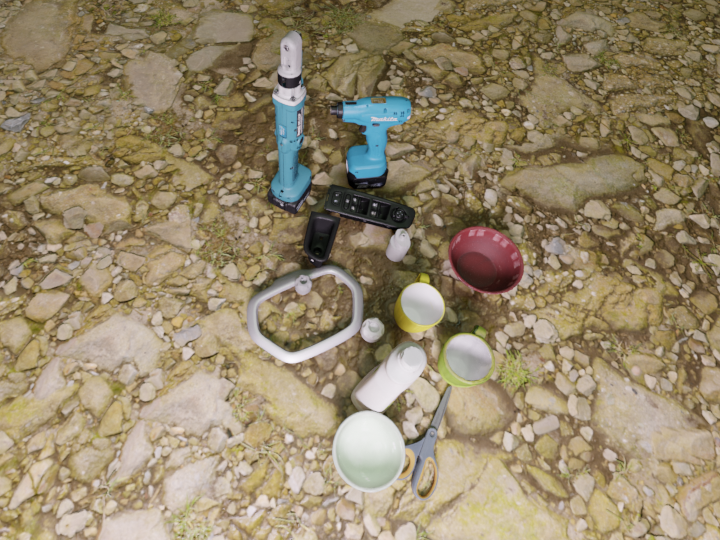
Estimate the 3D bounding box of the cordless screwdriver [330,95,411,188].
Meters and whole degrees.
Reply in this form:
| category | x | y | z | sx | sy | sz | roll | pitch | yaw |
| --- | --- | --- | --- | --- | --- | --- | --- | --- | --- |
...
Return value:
| category | x | y | z | sx | sy | sz | roll | pitch | yaw |
| --- | --- | --- | --- | --- | --- | --- | --- | --- | --- |
| cordless screwdriver | 0.004 | -0.280 | 0.932 | 0.157 | 0.244 | 0.076 | -2 | 65 | -9 |

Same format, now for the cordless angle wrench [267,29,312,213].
| category | x | y | z | sx | sy | sz | roll | pitch | yaw |
| --- | --- | --- | --- | --- | --- | --- | --- | --- | --- |
| cordless angle wrench | -0.136 | -0.262 | 0.817 | 0.075 | 0.416 | 0.098 | 27 | 63 | 4 |

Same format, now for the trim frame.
| category | x | y | z | sx | sy | sz | roll | pitch | yaw |
| --- | --- | --- | --- | --- | --- | --- | --- | --- | --- |
| trim frame | -0.108 | 0.080 | 0.858 | 0.244 | 0.027 | 0.191 | -25 | 67 | -16 |

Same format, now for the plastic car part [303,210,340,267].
| category | x | y | z | sx | sy | sz | roll | pitch | yaw |
| --- | --- | --- | --- | --- | --- | --- | --- | --- | --- |
| plastic car part | -0.089 | -0.058 | 0.908 | 0.066 | 0.070 | 0.118 | 13 | 62 | 0 |

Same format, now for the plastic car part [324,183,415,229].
| category | x | y | z | sx | sy | sz | roll | pitch | yaw |
| --- | --- | --- | --- | --- | --- | --- | --- | --- | --- |
| plastic car part | 0.020 | -0.131 | 0.955 | 0.204 | 0.066 | 0.067 | 13 | 63 | 2 |
